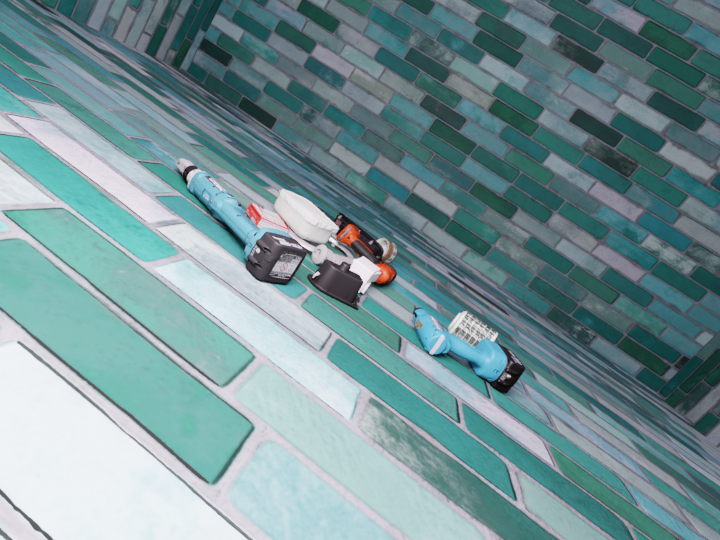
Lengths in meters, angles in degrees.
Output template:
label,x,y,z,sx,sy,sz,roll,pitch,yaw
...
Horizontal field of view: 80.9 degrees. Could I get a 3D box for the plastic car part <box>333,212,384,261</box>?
label,x,y,z,sx,sy,sz,roll,pitch,yaw
plastic car part,-0.014,-0.099,1.328,0.210,0.066,0.065,38,24,17

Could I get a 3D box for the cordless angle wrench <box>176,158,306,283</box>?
label,x,y,z,sx,sy,sz,roll,pitch,yaw
cordless angle wrench,-0.271,-0.128,0.847,0.446,0.074,0.093,40,15,33

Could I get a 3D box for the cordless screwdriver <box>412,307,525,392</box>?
label,x,y,z,sx,sy,sz,roll,pitch,yaw
cordless screwdriver,0.233,0.169,0.964,0.243,0.074,0.163,26,15,-12

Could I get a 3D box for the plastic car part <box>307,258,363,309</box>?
label,x,y,z,sx,sy,sz,roll,pitch,yaw
plastic car part,-0.041,0.018,0.861,0.112,0.071,0.069,31,13,-25

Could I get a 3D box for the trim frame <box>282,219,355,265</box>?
label,x,y,z,sx,sy,sz,roll,pitch,yaw
trim frame,-0.108,-0.070,1.101,0.235,0.027,0.195,19,19,-50
